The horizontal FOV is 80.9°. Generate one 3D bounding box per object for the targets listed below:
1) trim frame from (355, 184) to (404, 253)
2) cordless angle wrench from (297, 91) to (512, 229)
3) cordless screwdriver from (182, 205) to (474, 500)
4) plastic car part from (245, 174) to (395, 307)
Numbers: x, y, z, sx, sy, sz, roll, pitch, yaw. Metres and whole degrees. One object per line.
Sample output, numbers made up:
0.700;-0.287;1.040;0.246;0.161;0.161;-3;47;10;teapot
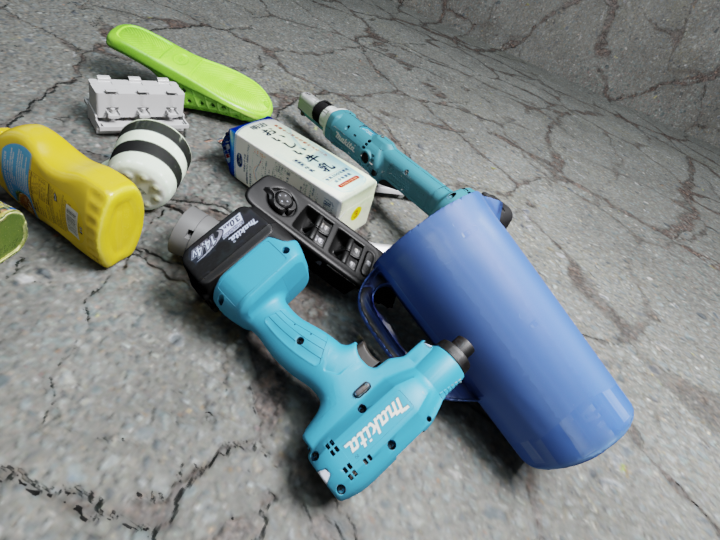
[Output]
0.061;-0.070;0.627;0.239;0.027;0.193;1;43;-27;trim frame
0.026;-0.172;0.643;0.072;0.096;0.445;-17;50;-36;cordless angle wrench
-0.036;0.041;0.378;0.158;0.072;0.259;-38;66;-15;cordless screwdriver
-0.047;-0.031;0.482;0.197;0.069;0.067;39;53;-16;plastic car part
